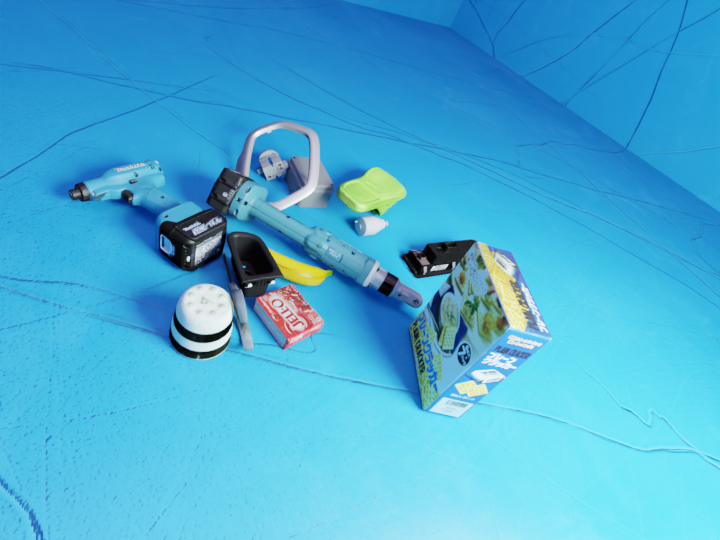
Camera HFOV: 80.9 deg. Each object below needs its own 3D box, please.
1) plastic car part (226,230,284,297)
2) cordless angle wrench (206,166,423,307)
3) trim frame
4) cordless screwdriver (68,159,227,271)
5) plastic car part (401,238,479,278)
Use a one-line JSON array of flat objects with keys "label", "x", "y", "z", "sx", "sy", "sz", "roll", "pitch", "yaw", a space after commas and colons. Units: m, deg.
[{"label": "plastic car part", "x": -0.177, "y": -0.003, "z": 0.674, "sx": 0.063, "sy": 0.070, "sz": 0.123, "roll": -6, "pitch": 41, "yaw": -30}, {"label": "cordless angle wrench", "x": -0.075, "y": -0.049, "z": 0.763, "sx": 0.427, "sy": 0.074, "sz": 0.097, "roll": 31, "pitch": 7, "yaw": 4}, {"label": "trim frame", "x": -0.176, "y": -0.223, "z": 0.886, "sx": 0.186, "sy": 0.026, "sz": 0.255, "roll": -5, "pitch": 62, "yaw": 6}, {"label": "cordless screwdriver", "x": -0.350, "y": -0.096, "z": 0.703, "sx": 0.259, "sy": 0.073, "sz": 0.155, "roll": 36, "pitch": 42, "yaw": 21}, {"label": "plastic car part", "x": 0.188, "y": -0.034, "z": 0.894, "sx": 0.194, "sy": 0.066, "sz": 0.070, "roll": -4, "pitch": 41, "yaw": -32}]
